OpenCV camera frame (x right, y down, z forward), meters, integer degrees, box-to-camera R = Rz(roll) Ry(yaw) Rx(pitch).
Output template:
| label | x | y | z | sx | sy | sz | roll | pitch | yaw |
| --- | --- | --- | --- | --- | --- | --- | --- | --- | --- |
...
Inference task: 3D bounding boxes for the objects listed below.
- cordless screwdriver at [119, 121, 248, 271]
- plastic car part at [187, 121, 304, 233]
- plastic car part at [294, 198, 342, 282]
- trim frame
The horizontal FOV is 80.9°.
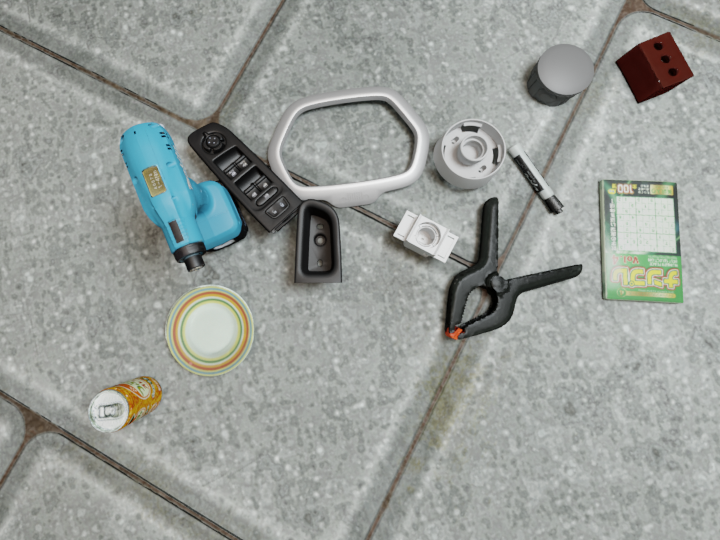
| label | x | y | z | sx | sy | sz | roll | pitch | yaw |
| --- | --- | --- | --- | --- | --- | --- | --- | --- | --- |
| cordless screwdriver | -0.202 | -0.066 | 0.531 | 0.074 | 0.247 | 0.161 | -24 | 85 | -4 |
| plastic car part | -0.172 | -0.141 | 0.631 | 0.066 | 0.066 | 0.206 | -44 | 83 | -4 |
| plastic car part | -0.060 | -0.039 | 0.610 | 0.066 | 0.070 | 0.117 | 0 | 83 | 0 |
| trim frame | -0.020 | -0.190 | 0.651 | 0.249 | 0.027 | 0.186 | -8 | 82 | 2 |
